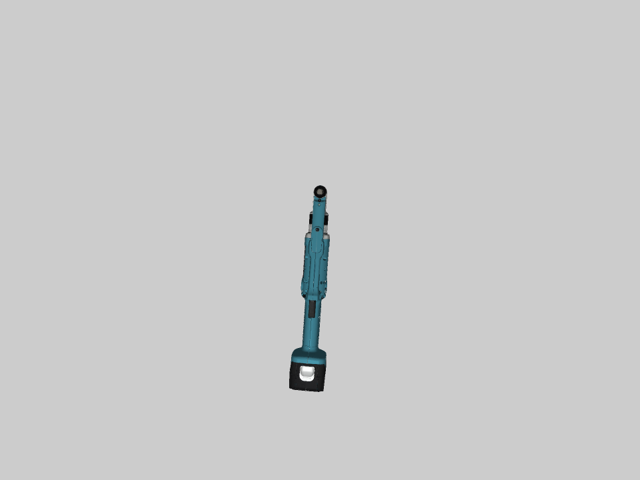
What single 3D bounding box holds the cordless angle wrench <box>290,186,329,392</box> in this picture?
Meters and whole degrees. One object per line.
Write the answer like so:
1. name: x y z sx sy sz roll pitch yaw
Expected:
1. cordless angle wrench: -0.014 0.098 0.892 0.074 0.423 0.098 4 4 2
